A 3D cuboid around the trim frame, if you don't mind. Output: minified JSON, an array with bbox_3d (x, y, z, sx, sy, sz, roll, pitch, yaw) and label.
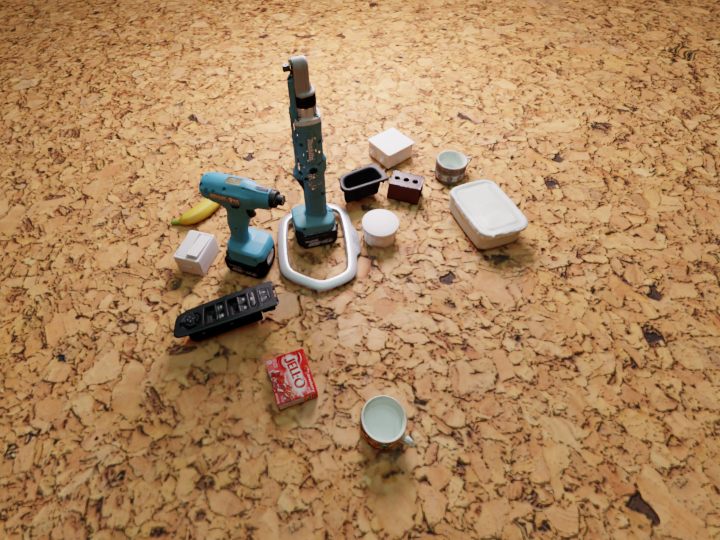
[{"bbox_3d":[-0.092,-0.060,0.944,0.184,0.026,0.258,-8,52,-2],"label":"trim frame"}]

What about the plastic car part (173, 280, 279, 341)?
[{"bbox_3d":[-0.257,0.086,0.817,0.200,0.065,0.069,-17,54,-9],"label":"plastic car part"}]

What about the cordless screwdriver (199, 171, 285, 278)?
[{"bbox_3d":[-0.212,-0.082,0.833,0.163,0.240,0.075,15,54,12],"label":"cordless screwdriver"}]

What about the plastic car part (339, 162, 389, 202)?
[{"bbox_3d":[0.000,-0.201,1.020,0.115,0.068,0.069,-24,56,-16],"label":"plastic car part"}]

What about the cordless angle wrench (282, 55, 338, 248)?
[{"bbox_3d":[-0.098,-0.206,0.815,0.097,0.409,0.078,-11,54,-10],"label":"cordless angle wrench"}]
